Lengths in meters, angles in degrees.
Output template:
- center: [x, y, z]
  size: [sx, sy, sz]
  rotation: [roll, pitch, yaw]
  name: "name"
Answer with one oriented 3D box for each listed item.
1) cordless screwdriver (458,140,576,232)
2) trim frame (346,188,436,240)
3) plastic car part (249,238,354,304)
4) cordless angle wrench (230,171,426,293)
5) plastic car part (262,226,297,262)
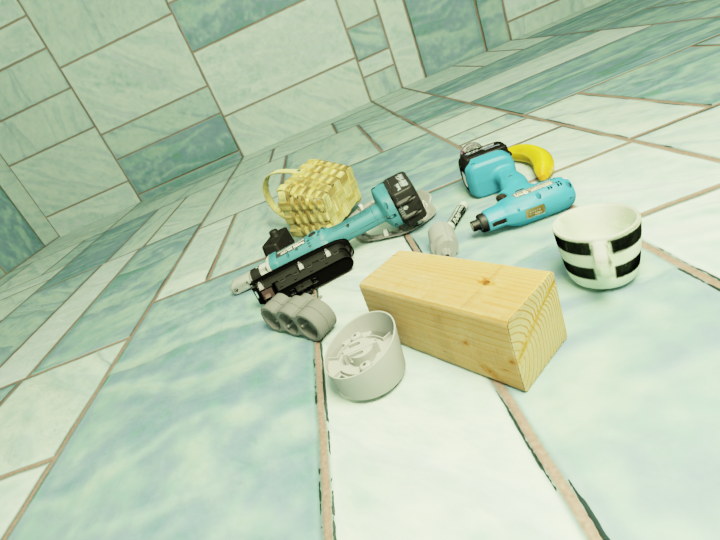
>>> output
- center: [0.241, -0.149, 0.764]
  size: [0.160, 0.071, 0.257]
  rotation: [-22, 30, 5]
  name: "cordless screwdriver"
- center: [0.062, -0.127, 0.919]
  size: [0.184, 0.026, 0.258]
  rotation: [-25, 25, -2]
  name: "trim frame"
- center: [-0.095, 0.007, 0.768]
  size: [0.201, 0.063, 0.071]
  rotation: [-30, 37, -11]
  name: "plastic car part"
- center: [-0.082, -0.054, 0.841]
  size: [0.428, 0.071, 0.101]
  rotation: [-27, 31, 12]
  name: "cordless angle wrench"
- center: [-0.184, -0.056, 0.947]
  size: [0.068, 0.068, 0.118]
  rotation: [-14, 30, 19]
  name: "plastic car part"
